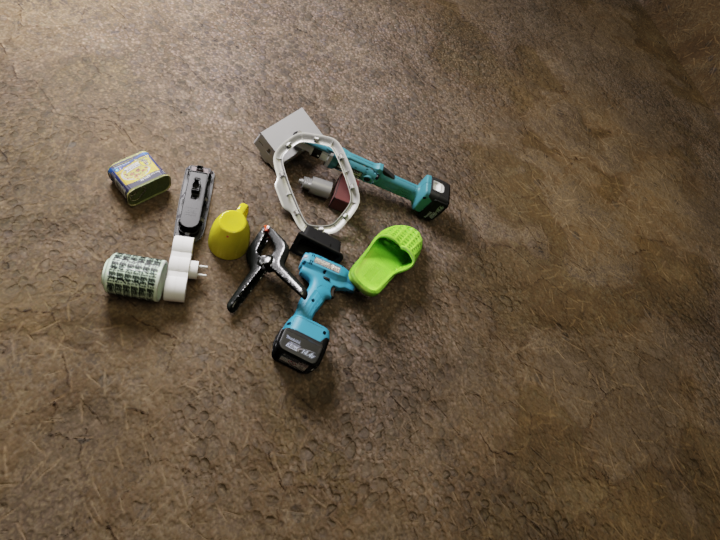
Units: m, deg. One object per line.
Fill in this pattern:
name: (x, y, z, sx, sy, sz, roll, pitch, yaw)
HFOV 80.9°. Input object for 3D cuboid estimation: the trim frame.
trim frame: (-0.106, -0.204, 0.991, 0.184, 0.028, 0.247, -20, 94, -1)

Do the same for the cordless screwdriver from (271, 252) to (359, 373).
cordless screwdriver: (-0.079, 0.088, 0.877, 0.157, 0.074, 0.252, 22, 54, -7)

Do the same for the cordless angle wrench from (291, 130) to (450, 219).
cordless angle wrench: (0.023, -0.248, 1.060, 0.414, 0.098, 0.075, 21, 59, -12)

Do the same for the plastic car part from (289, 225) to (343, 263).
plastic car part: (-0.094, -0.062, 0.966, 0.114, 0.066, 0.072, 22, 44, -11)

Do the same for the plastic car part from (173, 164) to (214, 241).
plastic car part: (-0.362, -0.154, 0.926, 0.064, 0.068, 0.208, 11, 62, -23)
